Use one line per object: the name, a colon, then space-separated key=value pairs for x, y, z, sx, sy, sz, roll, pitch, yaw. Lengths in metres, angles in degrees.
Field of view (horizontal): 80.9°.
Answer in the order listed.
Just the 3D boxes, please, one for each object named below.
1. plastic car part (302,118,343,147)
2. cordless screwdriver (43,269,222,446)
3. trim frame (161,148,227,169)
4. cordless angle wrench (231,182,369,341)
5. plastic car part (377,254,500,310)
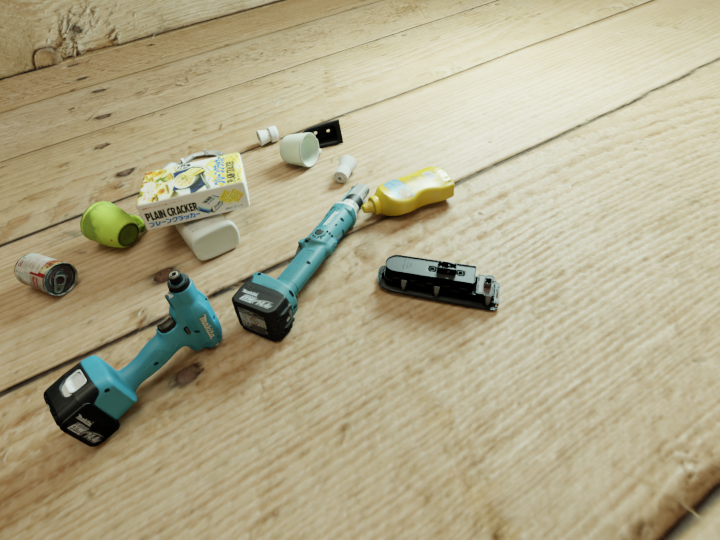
plastic car part: x=-0.113 y=-0.375 z=1.166 sx=0.117 sy=0.064 sz=0.073 roll=-13 pitch=28 yaw=1
cordless screwdriver: x=-0.325 y=0.118 z=0.614 sx=0.078 sy=0.153 sz=0.245 roll=29 pitch=57 yaw=33
trim frame: x=-0.452 y=-0.260 z=1.129 sx=0.191 sy=0.026 sz=0.249 roll=9 pitch=48 yaw=21
cordless angle wrench: x=-0.079 y=-0.052 z=0.809 sx=0.102 sy=0.071 sz=0.421 roll=14 pitch=46 yaw=23
plastic car part: x=0.124 y=0.013 z=0.707 sx=0.210 sy=0.064 sz=0.067 roll=7 pitch=52 yaw=21
